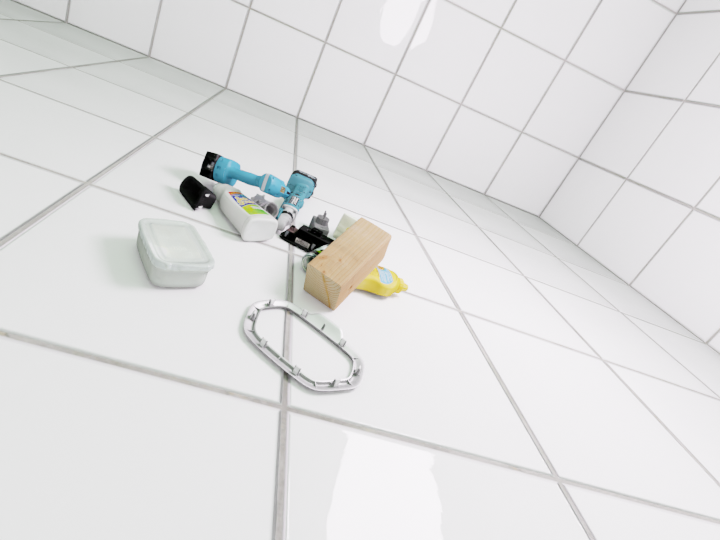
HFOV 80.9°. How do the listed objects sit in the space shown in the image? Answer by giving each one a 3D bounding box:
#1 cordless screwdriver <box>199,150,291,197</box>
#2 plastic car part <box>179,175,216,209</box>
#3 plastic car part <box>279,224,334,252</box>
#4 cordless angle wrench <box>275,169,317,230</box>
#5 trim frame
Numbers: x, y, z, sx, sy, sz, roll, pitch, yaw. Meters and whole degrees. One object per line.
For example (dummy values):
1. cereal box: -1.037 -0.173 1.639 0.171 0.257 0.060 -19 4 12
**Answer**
1. cordless screwdriver: -0.325 -0.264 1.216 0.257 0.074 0.154 20 3 17
2. plastic car part: -0.421 -0.202 1.114 0.067 0.066 0.123 22 15 -49
3. plastic car part: -0.110 -0.072 1.129 0.206 0.067 0.065 31 17 7
4. cordless angle wrench: -0.209 -0.215 1.319 0.097 0.074 0.431 21 26 -9
5. trim frame: -0.101 0.126 0.768 0.259 0.027 0.178 32 24 21
